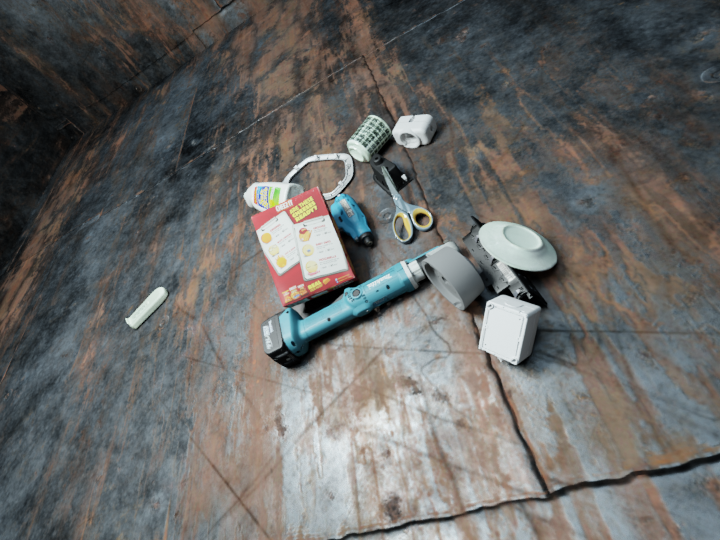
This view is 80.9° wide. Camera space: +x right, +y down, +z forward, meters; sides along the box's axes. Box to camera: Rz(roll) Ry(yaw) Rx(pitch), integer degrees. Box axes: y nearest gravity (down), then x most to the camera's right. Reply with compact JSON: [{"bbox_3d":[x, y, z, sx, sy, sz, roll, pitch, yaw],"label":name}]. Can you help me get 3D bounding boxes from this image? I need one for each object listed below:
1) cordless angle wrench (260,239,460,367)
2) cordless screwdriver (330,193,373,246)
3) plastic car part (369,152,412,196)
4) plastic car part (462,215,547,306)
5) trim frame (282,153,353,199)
[{"bbox_3d":[0.000,0.057,0.835,0.427,0.070,0.102,-28,46,10],"label":"cordless angle wrench"},{"bbox_3d":[-0.097,-0.063,0.987,0.250,0.070,0.167,-32,52,5],"label":"cordless screwdriver"},{"bbox_3d":[0.057,-0.243,1.018,0.066,0.067,0.123,-40,47,1],"label":"plastic car part"},{"bbox_3d":[0.237,-0.012,0.736,0.067,0.063,0.212,-48,40,31],"label":"plastic car part"},{"bbox_3d":[-0.127,-0.260,1.185,0.262,0.026,0.185,9,65,37],"label":"trim frame"}]
